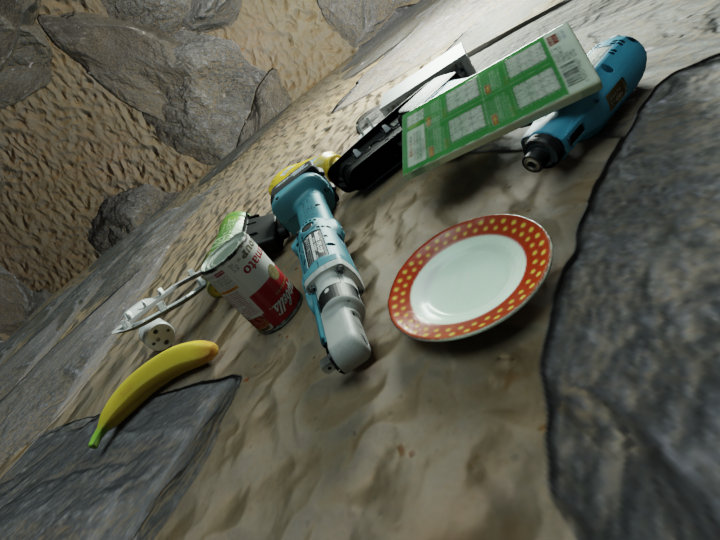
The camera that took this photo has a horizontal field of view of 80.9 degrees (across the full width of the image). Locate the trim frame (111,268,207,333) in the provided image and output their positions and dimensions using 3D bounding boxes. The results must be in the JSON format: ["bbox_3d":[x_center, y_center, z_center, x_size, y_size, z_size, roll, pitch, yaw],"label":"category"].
[{"bbox_3d":[-0.319,0.036,0.727,0.187,0.027,0.250,-24,19,16],"label":"trim frame"}]

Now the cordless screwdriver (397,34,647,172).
[{"bbox_3d":[0.140,-0.165,0.463,0.158,0.071,0.262,-47,31,-15],"label":"cordless screwdriver"}]

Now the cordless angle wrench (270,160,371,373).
[{"bbox_3d":[-0.049,-0.032,0.505,0.098,0.071,0.439,-36,29,7],"label":"cordless angle wrench"}]

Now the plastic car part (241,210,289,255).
[{"bbox_3d":[-0.149,-0.055,0.681,0.071,0.063,0.121,-22,31,3],"label":"plastic car part"}]

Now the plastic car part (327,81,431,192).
[{"bbox_3d":[0.047,-0.179,0.613,0.204,0.063,0.070,-35,40,8],"label":"plastic car part"}]
